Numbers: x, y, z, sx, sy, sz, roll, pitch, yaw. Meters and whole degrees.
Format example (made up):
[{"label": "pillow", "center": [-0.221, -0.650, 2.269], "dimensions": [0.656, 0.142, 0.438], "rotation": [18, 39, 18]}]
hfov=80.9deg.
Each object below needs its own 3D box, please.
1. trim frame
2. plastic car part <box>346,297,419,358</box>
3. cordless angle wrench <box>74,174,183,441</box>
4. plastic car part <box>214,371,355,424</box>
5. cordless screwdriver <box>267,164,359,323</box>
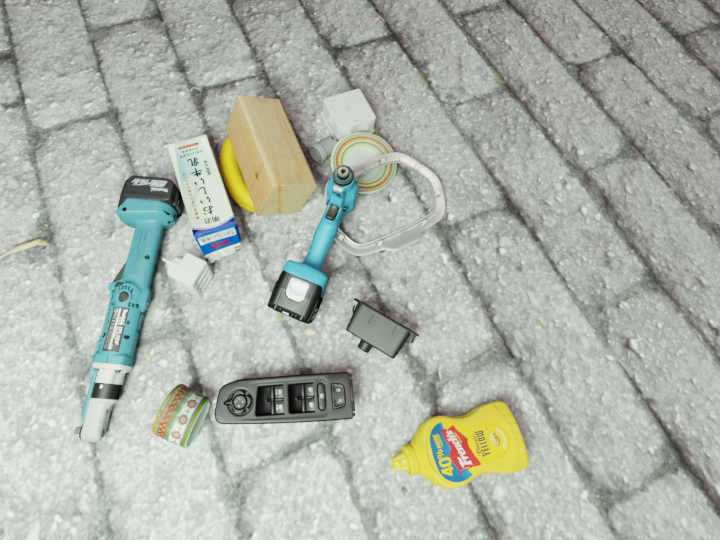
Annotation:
[{"label": "trim frame", "center": [0.046, -0.127, 0.795], "dimensions": [0.245, 0.027, 0.187], "rotation": [-24, 80, -14]}, {"label": "plastic car part", "center": [0.027, 0.103, 0.692], "dimensions": [0.119, 0.064, 0.071], "rotation": [26, 82, 11]}, {"label": "cordless angle wrench", "center": [-0.378, 0.047, 0.689], "dimensions": [0.098, 0.073, 0.431], "rotation": [4, 69, -3]}, {"label": "plastic car part", "center": [-0.114, 0.192, 0.635], "dimensions": [0.200, 0.067, 0.067], "rotation": [-2, 75, -8]}, {"label": "cordless screwdriver", "center": [-0.066, -0.043, 0.675], "dimensions": [0.075, 0.157, 0.249], "rotation": [22, 81, 1]}]
